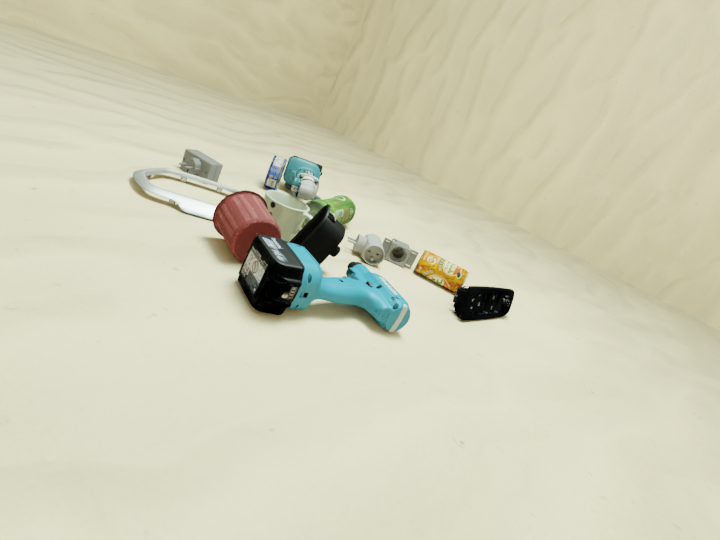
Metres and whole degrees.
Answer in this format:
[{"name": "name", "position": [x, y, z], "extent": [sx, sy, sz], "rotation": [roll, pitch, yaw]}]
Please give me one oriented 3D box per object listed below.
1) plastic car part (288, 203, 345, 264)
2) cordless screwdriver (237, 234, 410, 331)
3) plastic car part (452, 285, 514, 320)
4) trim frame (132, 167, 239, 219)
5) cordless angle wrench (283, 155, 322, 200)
[{"name": "plastic car part", "position": [-0.070, -0.046, 0.714], "extent": [0.068, 0.117, 0.068], "rotation": [43, 12, -24]}, {"name": "cordless screwdriver", "position": [-0.056, 0.011, 0.628], "extent": [0.236, 0.074, 0.168], "rotation": [15, 21, -34]}, {"name": "plastic car part", "position": [0.244, 0.062, 0.855], "extent": [0.193, 0.066, 0.070], "rotation": [4, 2, -40]}, {"name": "trim frame", "position": [-0.306, -0.145, 0.810], "extent": [0.239, 0.027, 0.193], "rotation": [16, 20, -24]}, {"name": "cordless angle wrench", "position": [-0.128, -0.205, 0.964], "extent": [0.096, 0.074, 0.434], "rotation": [18, 14, -13]}]
